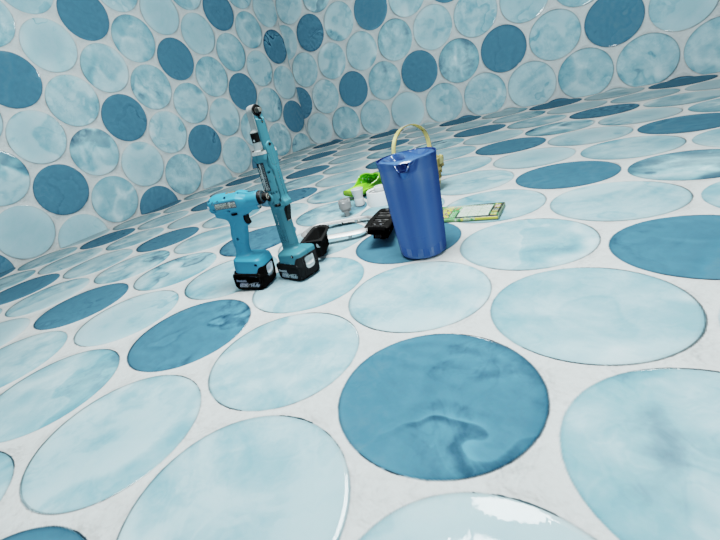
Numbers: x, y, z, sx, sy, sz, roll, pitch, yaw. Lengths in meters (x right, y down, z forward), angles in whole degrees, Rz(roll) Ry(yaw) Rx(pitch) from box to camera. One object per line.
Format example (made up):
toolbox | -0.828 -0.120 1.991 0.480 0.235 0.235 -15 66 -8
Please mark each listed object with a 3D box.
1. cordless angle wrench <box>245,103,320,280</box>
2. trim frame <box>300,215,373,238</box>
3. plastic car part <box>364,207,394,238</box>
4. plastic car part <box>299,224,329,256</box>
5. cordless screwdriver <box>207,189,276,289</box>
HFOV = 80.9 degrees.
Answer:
cordless angle wrench | -0.198 -0.179 1.008 0.103 0.411 0.072 5 27 42
trim frame | -0.063 -0.129 1.298 0.252 0.027 0.187 -11 23 10
plastic car part | 0.068 -0.129 1.169 0.068 0.065 0.203 -7 24 18
plastic car part | -0.113 -0.074 1.152 0.068 0.069 0.117 -7 23 18
cordless screwdriver | -0.266 -0.077 1.036 0.164 0.242 0.074 -5 21 23
